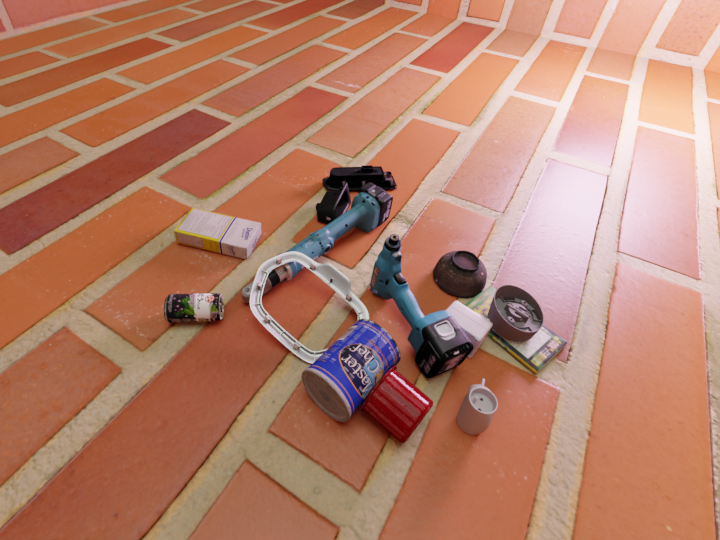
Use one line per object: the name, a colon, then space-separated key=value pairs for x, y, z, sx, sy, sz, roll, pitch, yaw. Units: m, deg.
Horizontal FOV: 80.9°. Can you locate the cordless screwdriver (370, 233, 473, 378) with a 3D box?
cordless screwdriver: x=0.101 y=0.059 z=0.784 sx=0.072 sy=0.155 sz=0.262 roll=-17 pitch=51 yaw=-22

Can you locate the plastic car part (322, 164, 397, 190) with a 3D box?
plastic car part: x=-0.002 y=-0.253 z=1.155 sx=0.201 sy=0.065 sz=0.069 roll=-5 pitch=53 yaw=-5

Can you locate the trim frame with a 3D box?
trim frame: x=-0.099 y=0.064 z=0.817 sx=0.255 sy=0.027 sz=0.182 roll=38 pitch=62 yaw=14

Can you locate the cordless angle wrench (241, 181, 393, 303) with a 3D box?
cordless angle wrench: x=-0.092 y=-0.060 z=0.941 sx=0.078 sy=0.095 sz=0.416 roll=38 pitch=58 yaw=23

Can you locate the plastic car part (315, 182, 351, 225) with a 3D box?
plastic car part: x=-0.075 y=-0.163 z=1.067 sx=0.074 sy=0.063 sz=0.117 roll=7 pitch=47 yaw=24
